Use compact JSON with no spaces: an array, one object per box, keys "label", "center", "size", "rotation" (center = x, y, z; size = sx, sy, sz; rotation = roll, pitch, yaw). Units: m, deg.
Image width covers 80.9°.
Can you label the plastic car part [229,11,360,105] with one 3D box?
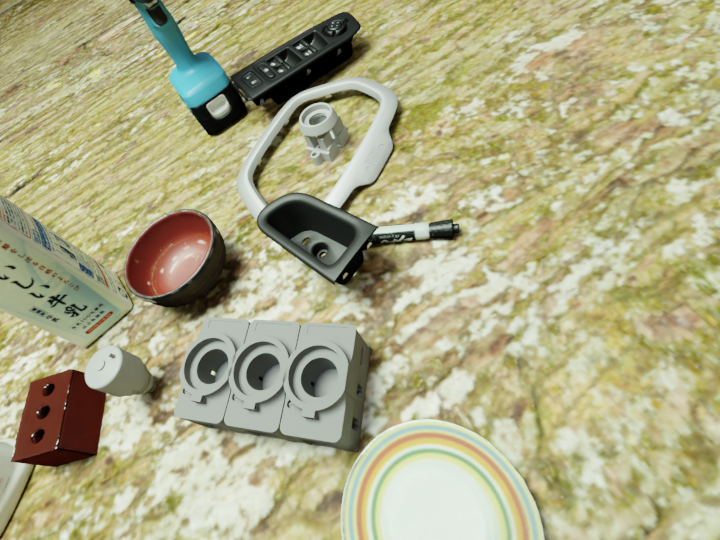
[{"label":"plastic car part","center":[-0.082,-0.296,0.607],"size":[0.202,0.064,0.070],"rotation":[-38,55,-5]}]

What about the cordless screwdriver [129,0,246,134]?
[{"label":"cordless screwdriver","center":[-0.236,-0.289,0.556],"size":[0.074,0.236,0.168],"rotation":[-36,55,-6]}]

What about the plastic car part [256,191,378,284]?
[{"label":"plastic car part","center":[-0.041,-0.027,0.423],"size":[0.123,0.067,0.066],"rotation":[30,73,32]}]

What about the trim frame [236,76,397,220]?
[{"label":"trim frame","center":[-0.054,-0.155,0.533],"size":[0.193,0.026,0.249],"rotation":[17,67,29]}]
